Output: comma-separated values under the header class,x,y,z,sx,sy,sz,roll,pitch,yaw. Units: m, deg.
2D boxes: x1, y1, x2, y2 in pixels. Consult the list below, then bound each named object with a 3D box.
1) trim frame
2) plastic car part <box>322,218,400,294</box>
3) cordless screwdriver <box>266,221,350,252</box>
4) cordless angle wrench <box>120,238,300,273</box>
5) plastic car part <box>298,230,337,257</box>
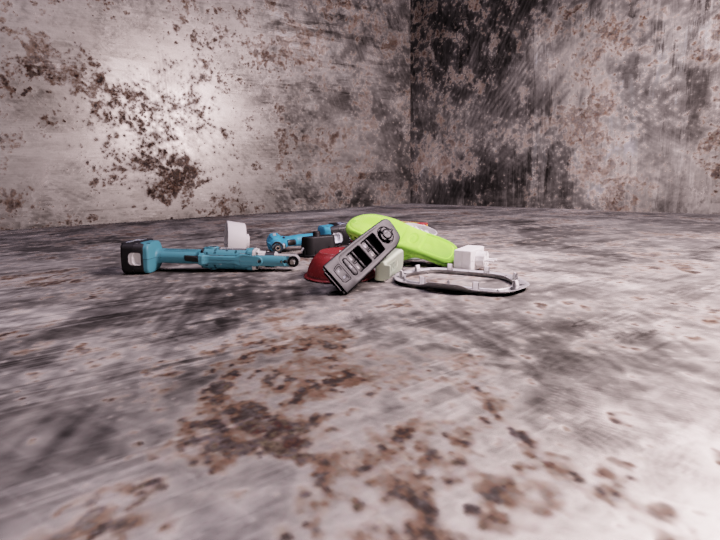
class,x,y,z,sx,sy,sz,roll,pitch,yaw
trim frame,0.188,0.013,0.815,0.260,0.027,0.178,7,16,30
plastic car part,0.005,-0.027,0.824,0.200,0.067,0.067,-42,-8,-31
cordless screwdriver,-0.153,-0.090,1.254,0.245,0.073,0.164,-8,13,-10
cordless angle wrench,-0.353,-0.030,1.008,0.428,0.073,0.098,2,11,6
plastic car part,-0.115,-0.075,1.176,0.112,0.070,0.069,-3,8,-26
